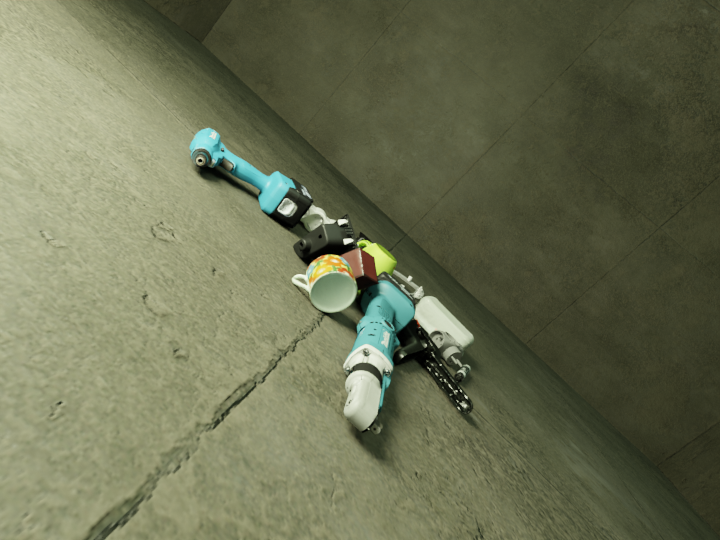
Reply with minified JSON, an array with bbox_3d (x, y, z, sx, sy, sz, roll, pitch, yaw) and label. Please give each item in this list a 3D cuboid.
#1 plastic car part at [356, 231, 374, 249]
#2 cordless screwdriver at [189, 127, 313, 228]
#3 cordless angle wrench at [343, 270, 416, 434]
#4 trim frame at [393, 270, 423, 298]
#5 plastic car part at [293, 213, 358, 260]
[{"bbox_3d":[0.010,-0.029,0.990,0.211,0.066,0.064,-117,-161,-61],"label":"plastic car part"},{"bbox_3d":[-0.207,-0.171,0.797,0.238,0.074,0.165,32,16,-24],"label":"cordless screwdriver"},{"bbox_3d":[0.024,0.097,0.612,0.098,0.075,0.420,42,15,-2],"label":"cordless angle wrench"},{"bbox_3d":[0.083,0.014,1.100,0.189,0.027,0.243,30,13,12],"label":"trim frame"},{"bbox_3d":[-0.072,-0.047,0.741,0.067,0.120,0.067,2,68,-49],"label":"plastic car part"}]
